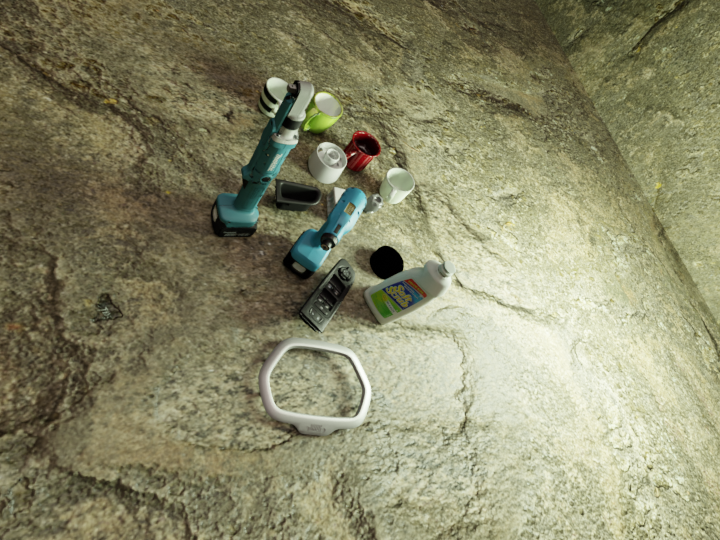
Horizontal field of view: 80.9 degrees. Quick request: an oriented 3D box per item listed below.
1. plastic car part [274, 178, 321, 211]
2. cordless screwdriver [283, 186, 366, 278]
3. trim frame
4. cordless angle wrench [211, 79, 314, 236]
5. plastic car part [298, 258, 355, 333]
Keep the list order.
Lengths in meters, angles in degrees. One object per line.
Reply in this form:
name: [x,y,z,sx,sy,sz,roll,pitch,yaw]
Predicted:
plastic car part: [-0.160,-0.171,1.028,0.112,0.072,0.068,8,61,-27]
cordless screwdriver: [-0.087,-0.057,0.885,0.073,0.252,0.160,37,51,-11]
trim frame: [-0.088,0.232,0.856,0.239,0.028,0.189,14,57,-22]
cordless angle wrench: [-0.186,-0.193,0.796,0.094,0.429,0.076,-2,67,-34]
plastic car part: [-0.074,0.055,0.944,0.066,0.068,0.202,40,51,-6]
